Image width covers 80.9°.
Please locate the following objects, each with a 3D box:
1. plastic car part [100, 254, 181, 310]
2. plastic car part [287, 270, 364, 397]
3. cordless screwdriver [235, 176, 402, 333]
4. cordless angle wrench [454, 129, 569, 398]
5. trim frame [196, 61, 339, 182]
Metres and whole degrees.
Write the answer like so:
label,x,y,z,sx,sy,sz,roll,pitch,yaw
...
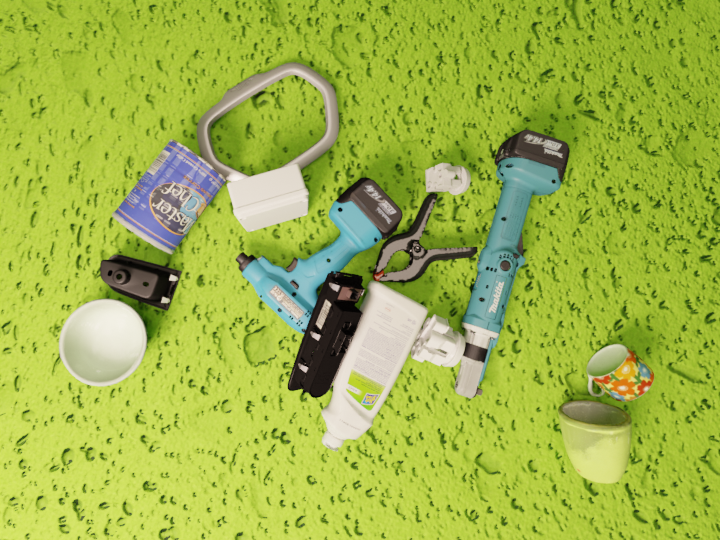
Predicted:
label,x,y,z,sx,sy,sz,roll,pitch,yaw
plastic car part,-0.344,0.013,0.640,0.115,0.071,0.066,18,83,-5
plastic car part,-0.044,0.104,0.619,0.071,0.063,0.202,39,111,40
cordless screwdriver,-0.064,-0.042,0.659,0.160,0.074,0.248,42,87,1
cordless angle wrench,0.220,-0.008,0.671,0.098,0.074,0.424,18,85,-3
trim frame,-0.150,-0.241,0.700,0.248,0.027,0.185,-35,87,-4
